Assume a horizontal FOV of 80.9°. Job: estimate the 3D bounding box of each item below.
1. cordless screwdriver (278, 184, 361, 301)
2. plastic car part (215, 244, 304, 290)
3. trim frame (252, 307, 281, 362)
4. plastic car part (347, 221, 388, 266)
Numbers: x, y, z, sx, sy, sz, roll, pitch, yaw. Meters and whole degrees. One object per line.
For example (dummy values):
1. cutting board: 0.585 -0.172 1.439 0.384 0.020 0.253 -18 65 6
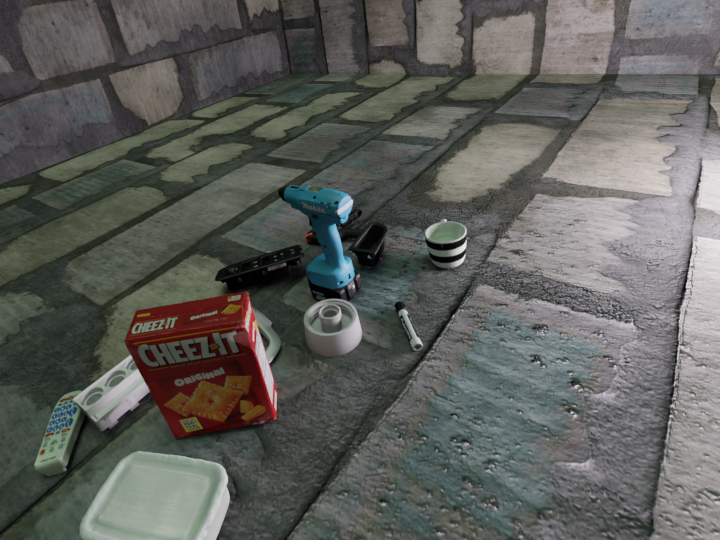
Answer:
1. cordless screwdriver: -0.082 -0.054 0.842 0.168 0.240 0.073 18 41 33
2. plastic car part: -0.225 -0.001 0.956 0.201 0.064 0.069 -13 34 -5
3. trim frame: -0.262 0.129 0.815 0.180 0.026 0.263 -33 41 -29
4. plastic car part: 0.027 -0.051 0.961 0.069 0.068 0.116 10 39 24
